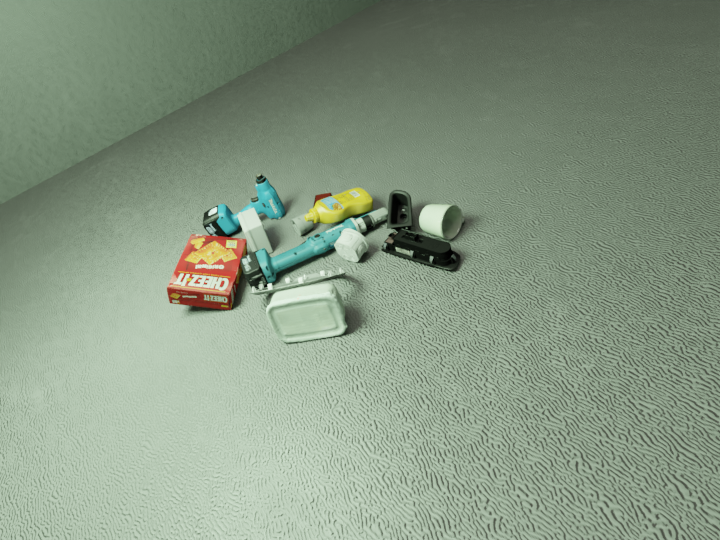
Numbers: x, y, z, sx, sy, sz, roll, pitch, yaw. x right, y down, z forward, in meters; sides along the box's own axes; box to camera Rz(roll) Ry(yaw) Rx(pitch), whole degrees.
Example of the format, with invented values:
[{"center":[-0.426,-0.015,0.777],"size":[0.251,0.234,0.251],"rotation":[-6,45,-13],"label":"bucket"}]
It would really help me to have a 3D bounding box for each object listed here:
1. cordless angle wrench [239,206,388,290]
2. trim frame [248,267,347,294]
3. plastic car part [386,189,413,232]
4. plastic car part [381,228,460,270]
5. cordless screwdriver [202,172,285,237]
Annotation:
[{"center":[-0.111,-0.073,1.135],"size":[0.420,0.071,0.103],"rotation":[-25,40,-5],"label":"cordless angle wrench"},{"center":[-0.152,0.026,1.012],"size":[0.254,0.027,0.180],"rotation":[-13,1,15],"label":"trim frame"},{"center":[0.109,-0.147,1.110],"size":[0.068,0.067,0.119],"rotation":[-5,59,18],"label":"plastic car part"},{"center":[0.143,-0.059,1.011],"size":[0.215,0.064,0.065],"rotation":[24,51,38],"label":"plastic car part"},{"center":[-0.375,-0.197,1.321],"size":[0.250,0.152,0.077],"rotation":[-21,40,4],"label":"cordless screwdriver"}]
